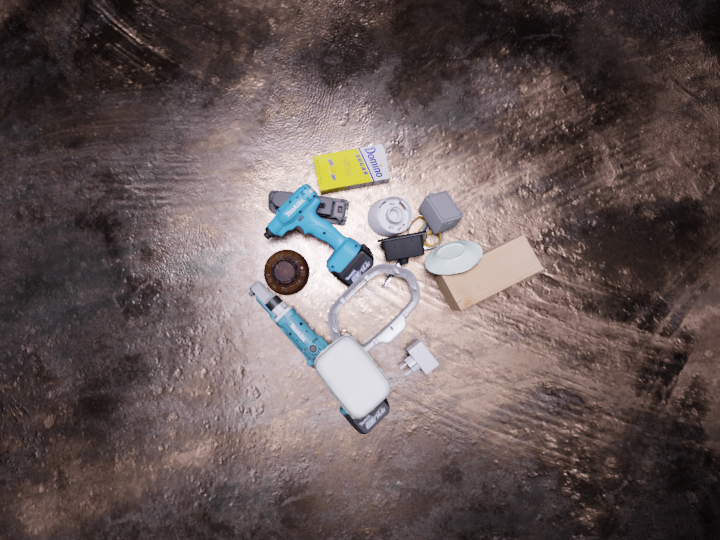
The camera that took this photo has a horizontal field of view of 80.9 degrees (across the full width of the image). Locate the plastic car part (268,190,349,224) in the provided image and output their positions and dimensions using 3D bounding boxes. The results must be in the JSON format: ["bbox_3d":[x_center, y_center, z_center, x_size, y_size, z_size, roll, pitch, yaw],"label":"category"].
[{"bbox_3d":[-0.132,-0.158,1.034,0.205,0.066,0.066,9,90,6],"label":"plastic car part"}]

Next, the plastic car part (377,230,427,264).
[{"bbox_3d":[0.105,-0.052,0.998,0.118,0.065,0.071,-13,92,12],"label":"plastic car part"}]

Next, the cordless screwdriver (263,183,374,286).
[{"bbox_3d":[-0.096,-0.063,0.987,0.160,0.075,0.246,-44,96,12],"label":"cordless screwdriver"}]

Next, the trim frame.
[{"bbox_3d":[0.034,0.093,0.979,0.248,0.029,0.176,-43,116,-4],"label":"trim frame"}]

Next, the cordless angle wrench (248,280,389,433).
[{"bbox_3d":[-0.109,0.183,0.987,0.098,0.073,0.430,-43,81,-4],"label":"cordless angle wrench"}]
